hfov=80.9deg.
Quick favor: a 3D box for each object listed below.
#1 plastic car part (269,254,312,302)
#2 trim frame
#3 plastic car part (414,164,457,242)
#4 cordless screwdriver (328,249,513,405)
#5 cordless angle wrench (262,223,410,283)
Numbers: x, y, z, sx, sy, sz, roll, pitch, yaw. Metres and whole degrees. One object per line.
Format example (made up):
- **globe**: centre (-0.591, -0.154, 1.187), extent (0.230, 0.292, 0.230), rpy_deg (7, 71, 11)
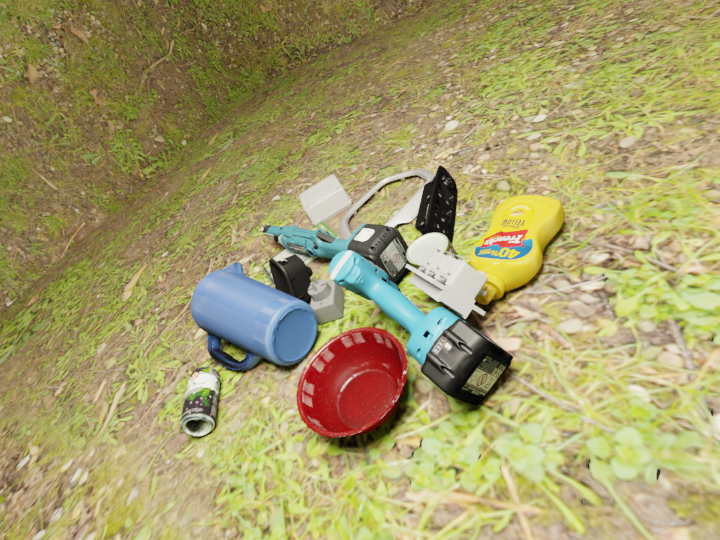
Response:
- **plastic car part**: centre (-0.121, 0.021, 0.797), extent (0.069, 0.114, 0.069), rpy_deg (-25, 23, -35)
- **trim frame**: centre (0.056, -0.141, 0.911), extent (0.246, 0.026, 0.194), rpy_deg (-45, 34, -18)
- **plastic car part**: centre (0.141, -0.117, 0.787), extent (0.068, 0.064, 0.205), rpy_deg (-38, 24, 47)
- **cordless screwdriver**: centre (0.076, 0.066, 0.566), extent (0.263, 0.150, 0.074), rpy_deg (39, 96, 43)
- **cordless angle wrench**: centre (-0.084, -0.055, 0.861), extent (0.446, 0.093, 0.074), rpy_deg (14, 55, 49)
